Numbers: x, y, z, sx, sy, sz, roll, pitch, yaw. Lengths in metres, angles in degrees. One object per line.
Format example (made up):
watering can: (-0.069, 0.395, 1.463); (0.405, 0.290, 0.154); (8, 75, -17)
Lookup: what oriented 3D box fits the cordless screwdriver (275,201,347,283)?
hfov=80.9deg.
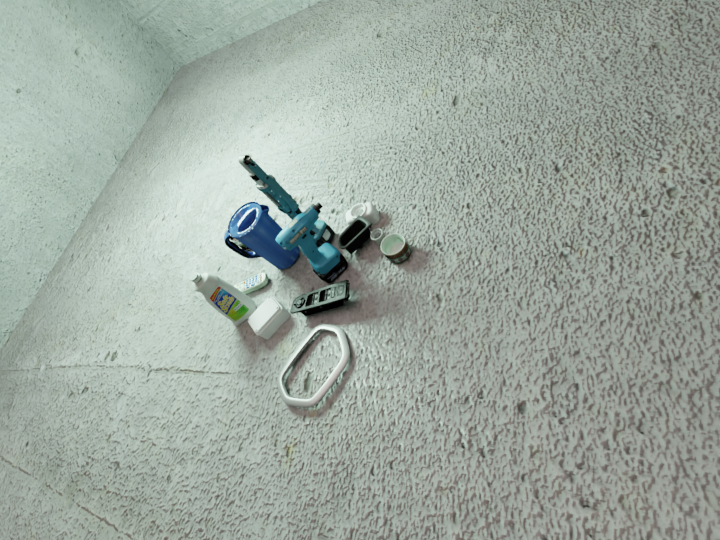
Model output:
cordless screwdriver: (-0.120, -0.079, 1.229); (0.159, 0.235, 0.079); (-45, 46, -1)

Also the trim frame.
trim frame: (-0.129, 0.256, 1.150); (0.195, 0.026, 0.248); (28, 78, 43)

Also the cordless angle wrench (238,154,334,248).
cordless angle wrench: (-0.223, -0.202, 1.269); (0.103, 0.399, 0.074); (11, 66, 38)

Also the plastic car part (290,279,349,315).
plastic car part: (-0.112, 0.088, 1.228); (0.209, 0.063, 0.068); (-16, 52, 25)

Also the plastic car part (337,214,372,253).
plastic car part: (-0.012, -0.099, 1.286); (0.116, 0.067, 0.070); (-47, 46, -3)
